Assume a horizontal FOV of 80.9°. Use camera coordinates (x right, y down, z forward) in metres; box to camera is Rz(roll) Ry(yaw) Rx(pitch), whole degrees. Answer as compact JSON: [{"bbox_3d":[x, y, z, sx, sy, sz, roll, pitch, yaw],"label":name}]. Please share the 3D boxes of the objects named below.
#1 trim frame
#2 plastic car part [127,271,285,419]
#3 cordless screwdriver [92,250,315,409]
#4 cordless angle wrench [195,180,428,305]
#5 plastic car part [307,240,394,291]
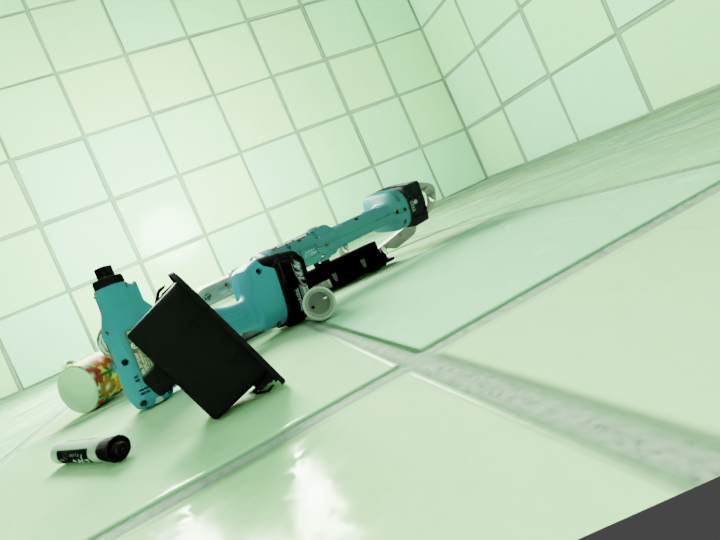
[{"bbox_3d":[0.057,-0.096,0.898,0.250,0.029,0.174,-40,-31,14],"label":"trim frame"},{"bbox_3d":[-0.126,0.066,0.321,0.070,0.114,0.068,-51,12,-23],"label":"plastic car part"},{"bbox_3d":[-0.183,0.035,0.519,0.241,0.159,0.077,-25,2,-35],"label":"cordless screwdriver"},{"bbox_3d":[-0.067,-0.044,0.685,0.413,0.073,0.102,-28,16,-28],"label":"cordless angle wrench"},{"bbox_3d":[-0.041,0.002,0.745,0.203,0.068,0.066,-21,-4,0],"label":"plastic car part"}]
